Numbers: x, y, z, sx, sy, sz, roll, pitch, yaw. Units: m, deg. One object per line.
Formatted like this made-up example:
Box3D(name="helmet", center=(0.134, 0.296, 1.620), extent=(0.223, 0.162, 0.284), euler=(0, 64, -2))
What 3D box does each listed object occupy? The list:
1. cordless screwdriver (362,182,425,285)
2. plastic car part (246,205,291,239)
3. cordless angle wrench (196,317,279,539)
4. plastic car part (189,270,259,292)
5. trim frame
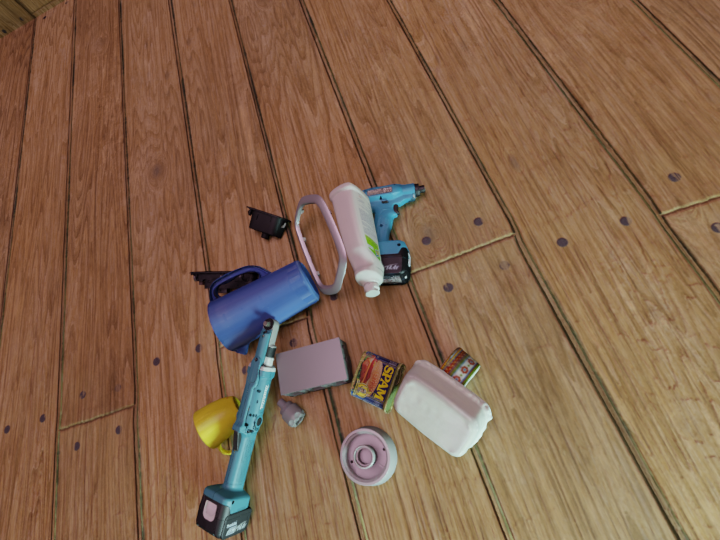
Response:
Box3D(name="cordless screwdriver", center=(0.081, -0.093, 0.979), extent=(0.163, 0.071, 0.255), euler=(-10, 62, 15))
Box3D(name="plastic car part", center=(-0.249, -0.120, 1.119), extent=(0.121, 0.063, 0.071), euler=(23, 93, 22))
Box3D(name="cordless angle wrench", center=(-0.235, 0.311, 0.887), extent=(0.078, 0.093, 0.426), euler=(6, 77, 28))
Box3D(name="plastic car part", center=(-0.338, 0.024, 1.086), extent=(0.208, 0.064, 0.068), euler=(-5, 78, 17))
Box3D(name="trim frame", center=(-0.096, -0.063, 0.984), extent=(0.186, 0.026, 0.256), euler=(-47, 61, 49))
